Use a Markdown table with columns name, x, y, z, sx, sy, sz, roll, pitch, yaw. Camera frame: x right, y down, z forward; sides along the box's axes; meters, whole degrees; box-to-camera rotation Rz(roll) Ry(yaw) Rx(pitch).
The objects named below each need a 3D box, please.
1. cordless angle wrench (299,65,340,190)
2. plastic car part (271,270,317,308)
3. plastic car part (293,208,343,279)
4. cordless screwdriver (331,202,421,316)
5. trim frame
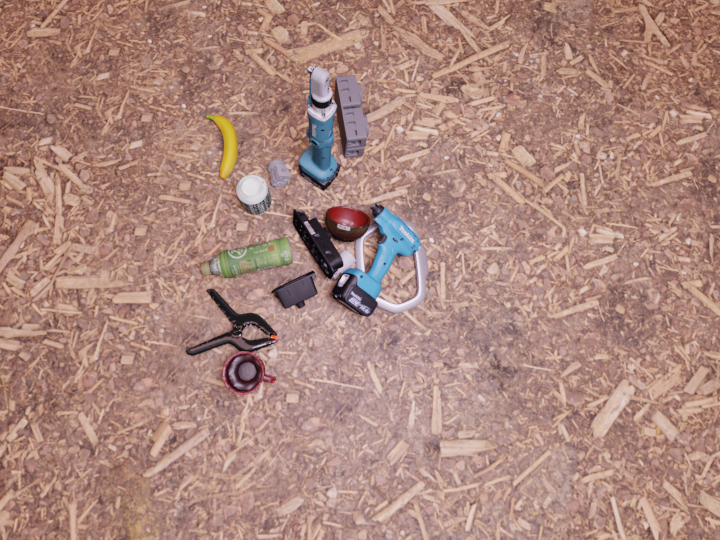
| name | x | y | z | sx | sy | sz | roll | pitch | yaw |
| --- | --- | --- | --- | --- | --- | --- | --- | --- | --- |
| cordless angle wrench | -0.089 | -0.302 | 0.936 | 0.099 | 0.419 | 0.074 | 36 | 77 | 2 |
| plastic car part | -0.152 | 0.054 | 1.034 | 0.116 | 0.067 | 0.070 | -29 | 94 | -5 |
| plastic car part | -0.102 | -0.066 | 1.039 | 0.065 | 0.065 | 0.212 | -15 | 59 | -26 |
| cordless screwdriver | 0.025 | -0.027 | 0.997 | 0.154 | 0.077 | 0.248 | 42 | 75 | -20 |
| trim frame | 0.081 | -0.018 | 1.068 | 0.184 | 0.027 | 0.253 | -6 | 74 | -1 |
